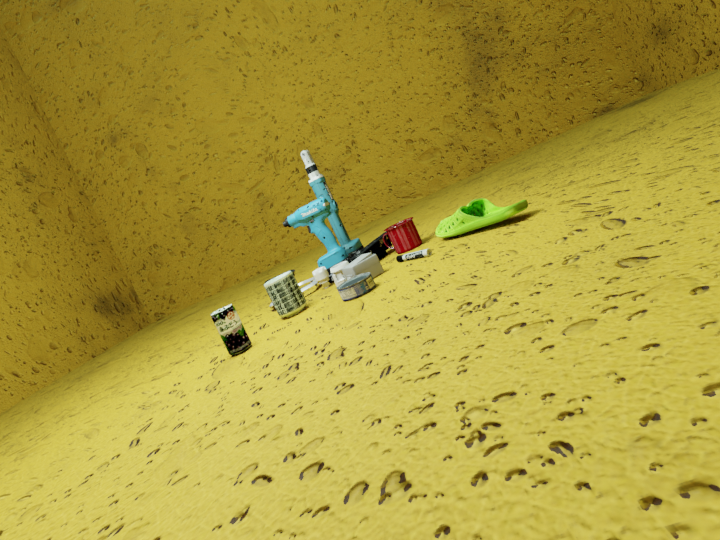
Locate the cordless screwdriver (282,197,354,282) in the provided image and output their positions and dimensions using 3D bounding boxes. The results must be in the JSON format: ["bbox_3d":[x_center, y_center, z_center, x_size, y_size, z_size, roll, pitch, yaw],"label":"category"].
[{"bbox_3d":[-0.127,-0.083,1.298,0.162,0.247,0.073,-24,4,20],"label":"cordless screwdriver"}]

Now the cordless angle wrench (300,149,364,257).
[{"bbox_3d":[-0.104,-0.215,1.438,0.076,0.420,0.096,-24,4,24],"label":"cordless angle wrench"}]

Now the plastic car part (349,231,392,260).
[{"bbox_3d":[0.042,-0.063,1.300,0.069,0.066,0.198,-19,10,46],"label":"plastic car part"}]

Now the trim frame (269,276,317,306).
[{"bbox_3d":[-0.208,0.068,1.360,0.186,0.027,0.249,-25,9,6],"label":"trim frame"}]

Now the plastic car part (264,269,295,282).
[{"bbox_3d":[-0.287,0.049,1.548,0.114,0.070,0.068,-28,7,-21],"label":"plastic car part"}]
